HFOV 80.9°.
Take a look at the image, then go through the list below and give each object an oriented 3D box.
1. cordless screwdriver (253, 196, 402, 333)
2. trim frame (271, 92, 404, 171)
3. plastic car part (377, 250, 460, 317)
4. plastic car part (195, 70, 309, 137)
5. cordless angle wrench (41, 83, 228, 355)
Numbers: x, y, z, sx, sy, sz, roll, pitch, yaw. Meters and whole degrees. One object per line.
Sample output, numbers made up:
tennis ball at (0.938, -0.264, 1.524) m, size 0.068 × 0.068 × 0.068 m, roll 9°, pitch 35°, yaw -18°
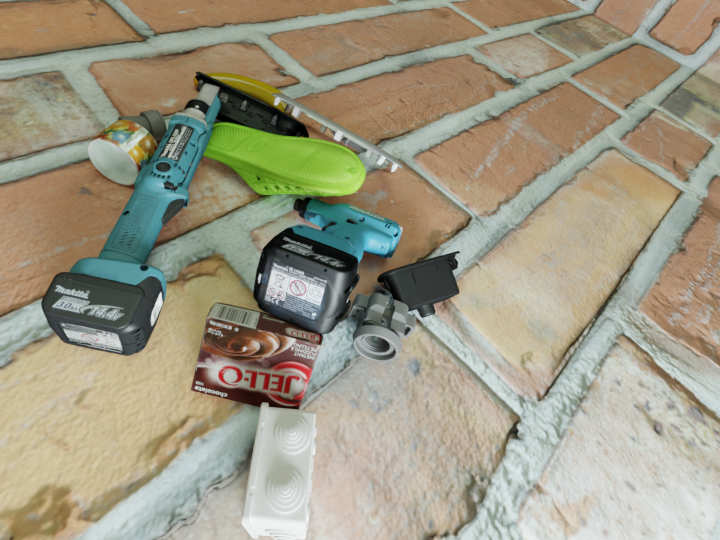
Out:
cordless screwdriver at (-0.050, -0.033, 0.511) m, size 0.163 × 0.073 × 0.246 m, roll 21°, pitch 26°, yaw 11°
trim frame at (-0.040, -0.219, 0.670) m, size 0.255 × 0.027 × 0.180 m, roll 31°, pitch 14°, yaw 13°
plastic car part at (0.082, 0.025, 0.562) m, size 0.113 × 0.066 × 0.073 m, roll -17°, pitch 75°, yaw -26°
plastic car part at (-0.182, -0.253, 0.693) m, size 0.204 × 0.065 × 0.067 m, roll 22°, pitch 77°, yaw 3°
cordless angle wrench at (-0.246, -0.110, 0.533) m, size 0.096 × 0.074 × 0.433 m, roll 12°, pitch 53°, yaw -10°
